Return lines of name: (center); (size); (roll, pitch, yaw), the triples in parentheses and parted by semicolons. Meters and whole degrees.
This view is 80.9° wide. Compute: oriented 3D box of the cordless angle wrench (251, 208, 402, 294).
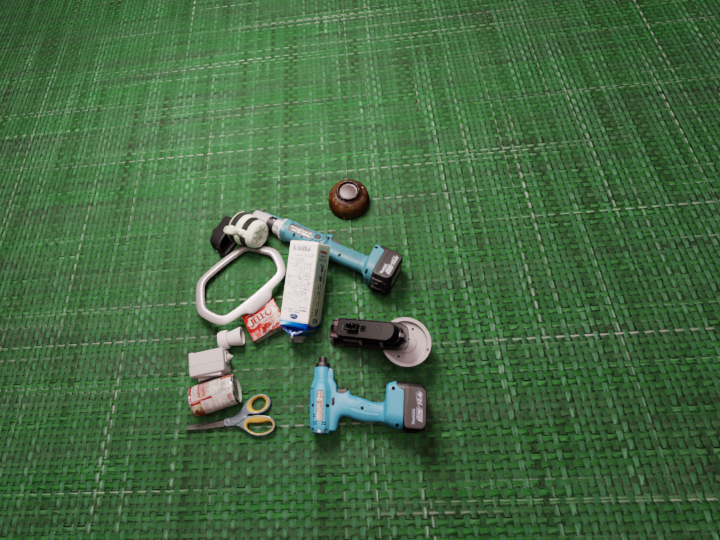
cordless angle wrench: (-0.105, -0.069, 1.078); (0.439, 0.072, 0.097); (23, 56, 20)

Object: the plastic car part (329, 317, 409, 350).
plastic car part: (0.010, 0.133, 0.932); (0.212, 0.063, 0.067); (1, 57, 34)

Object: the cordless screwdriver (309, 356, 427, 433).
cordless screwdriver: (0.015, 0.267, 0.910); (0.253, 0.071, 0.163); (-3, 65, 9)

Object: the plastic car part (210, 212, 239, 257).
plastic car part: (-0.363, -0.100, 1.135); (0.075, 0.063, 0.116); (26, 74, 31)

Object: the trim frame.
trim frame: (-0.304, 0.030, 1.066); (0.246, 0.026, 0.194); (-41, 59, -18)
